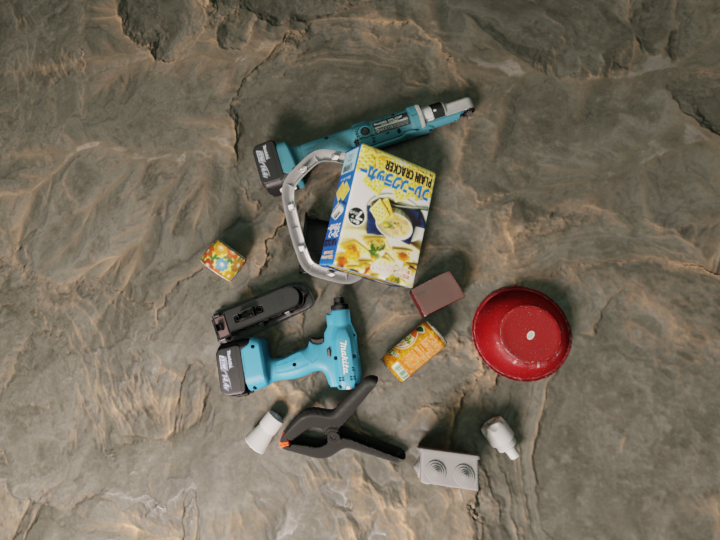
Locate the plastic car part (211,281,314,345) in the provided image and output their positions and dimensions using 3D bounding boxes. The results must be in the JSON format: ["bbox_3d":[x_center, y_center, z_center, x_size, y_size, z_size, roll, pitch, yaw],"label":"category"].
[{"bbox_3d":[-0.187,0.073,0.788,0.203,0.065,0.068,-22,72,2],"label":"plastic car part"}]

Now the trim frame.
[{"bbox_3d":[-0.043,-0.097,0.762,0.179,0.028,0.248,-16,92,-21],"label":"trim frame"}]

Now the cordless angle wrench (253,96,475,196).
[{"bbox_3d":[0.008,-0.253,0.811,0.425,0.073,0.100,-17,79,4],"label":"cordless angle wrench"}]

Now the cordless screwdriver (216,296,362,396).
[{"bbox_3d":[-0.128,0.139,0.759,0.250,0.073,0.161,-7,79,4],"label":"cordless screwdriver"}]

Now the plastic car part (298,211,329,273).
[{"bbox_3d":[-0.078,-0.051,0.795,0.070,0.066,0.117,9,79,-7],"label":"plastic car part"}]
